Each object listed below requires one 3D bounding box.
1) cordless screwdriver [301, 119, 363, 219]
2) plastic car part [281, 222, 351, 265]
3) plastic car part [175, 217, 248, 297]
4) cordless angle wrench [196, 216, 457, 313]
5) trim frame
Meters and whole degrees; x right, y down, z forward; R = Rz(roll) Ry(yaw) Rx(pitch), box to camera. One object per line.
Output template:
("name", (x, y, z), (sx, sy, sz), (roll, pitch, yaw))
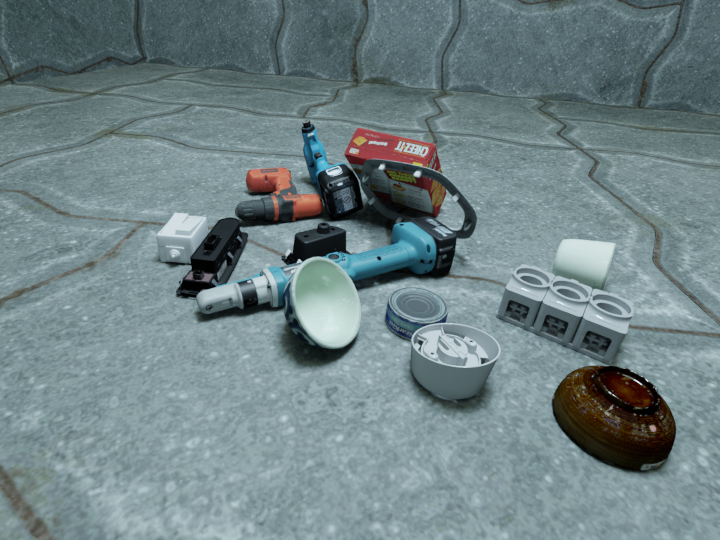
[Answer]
("cordless screwdriver", (-0.078, -0.230, 0.942), (0.074, 0.153, 0.261), (-20, 38, -9))
("plastic car part", (-0.072, -0.047, 0.733), (0.113, 0.069, 0.070), (-21, 40, -29))
("plastic car part", (-0.243, -0.034, 0.711), (0.067, 0.065, 0.206), (-1, 29, 4))
("cordless angle wrench", (-0.042, 0.000, 0.665), (0.411, 0.072, 0.103), (-15, 36, -22))
("trim frame", (0.095, -0.126, 0.774), (0.263, 0.175, 0.027), (21, 63, 38))
